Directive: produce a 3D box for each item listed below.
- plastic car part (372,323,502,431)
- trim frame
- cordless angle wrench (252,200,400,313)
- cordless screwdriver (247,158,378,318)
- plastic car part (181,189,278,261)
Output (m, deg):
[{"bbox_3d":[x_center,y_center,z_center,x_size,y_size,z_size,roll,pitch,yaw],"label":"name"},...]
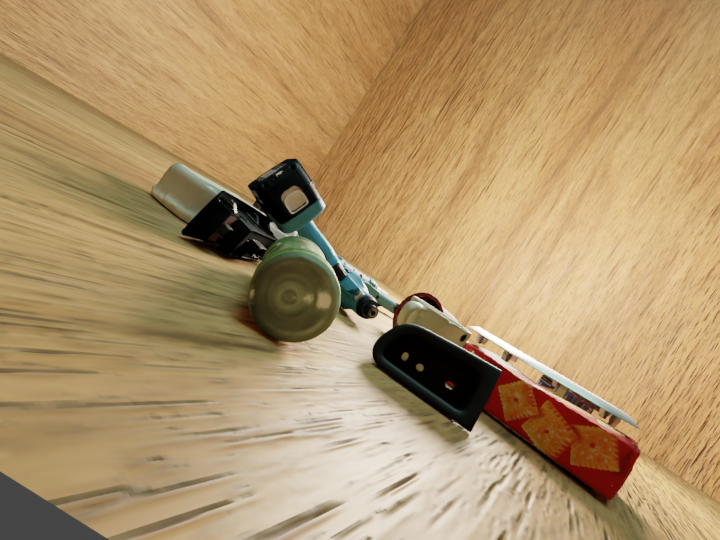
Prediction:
[{"bbox_3d":[0.072,0.104,0.444,0.121,0.066,0.068,30,-14,18],"label":"plastic car part"},{"bbox_3d":[0.246,0.138,0.574,0.181,0.027,0.253,29,0,-10],"label":"trim frame"},{"bbox_3d":[-0.060,-0.007,0.904,0.404,0.074,0.102,34,1,-26],"label":"cordless angle wrench"},{"bbox_3d":[-0.061,-0.040,0.619,0.239,0.074,0.167,59,-11,-25],"label":"cordless screwdriver"},{"bbox_3d":[-0.145,-0.046,0.543,0.068,0.066,0.201,38,1,1],"label":"plastic car part"}]
